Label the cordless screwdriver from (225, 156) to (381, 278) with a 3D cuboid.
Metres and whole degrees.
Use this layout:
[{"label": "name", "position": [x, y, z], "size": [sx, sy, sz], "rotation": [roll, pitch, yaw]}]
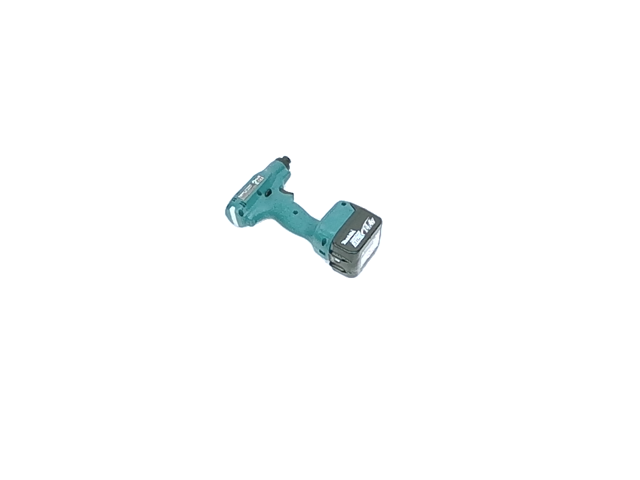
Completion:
[{"label": "cordless screwdriver", "position": [-0.017, -0.051, 0.704], "size": [0.249, 0.158, 0.074], "rotation": [25, -31, 19]}]
